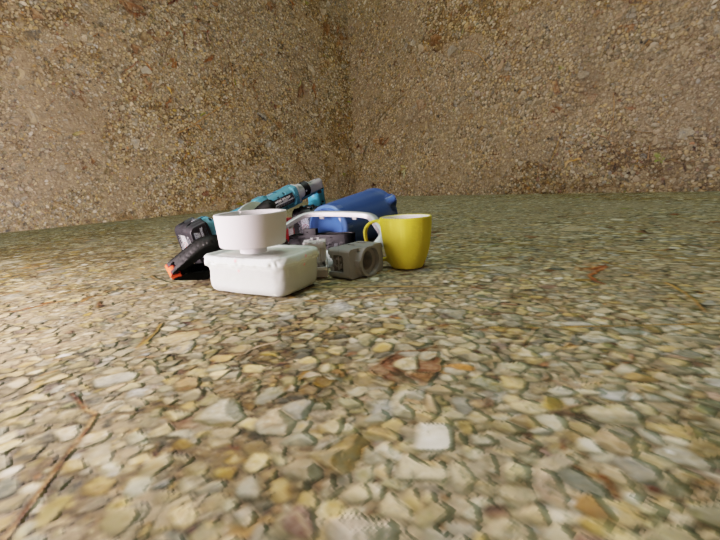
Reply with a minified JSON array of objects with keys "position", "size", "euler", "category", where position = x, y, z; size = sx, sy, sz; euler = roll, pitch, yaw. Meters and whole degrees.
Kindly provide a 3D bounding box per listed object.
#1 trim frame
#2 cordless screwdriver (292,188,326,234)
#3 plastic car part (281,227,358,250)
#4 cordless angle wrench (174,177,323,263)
[{"position":[-0.066,-0.070,0.861],"size":[0.255,0.026,0.186],"euler":[3,39,15],"category":"trim frame"},{"position":[-0.132,-0.145,1.208],"size":[0.075,0.154,0.253],"euler":[-6,26,4],"category":"cordless screwdriver"},{"position":[-0.090,-0.059,0.925],"size":[0.210,0.067,0.064],"euler":[3,5,19],"category":"plastic car part"},{"position":[-0.237,-0.147,1.022],"size":[0.078,0.095,0.414],"euler":[9,34,41],"category":"cordless angle wrench"}]
